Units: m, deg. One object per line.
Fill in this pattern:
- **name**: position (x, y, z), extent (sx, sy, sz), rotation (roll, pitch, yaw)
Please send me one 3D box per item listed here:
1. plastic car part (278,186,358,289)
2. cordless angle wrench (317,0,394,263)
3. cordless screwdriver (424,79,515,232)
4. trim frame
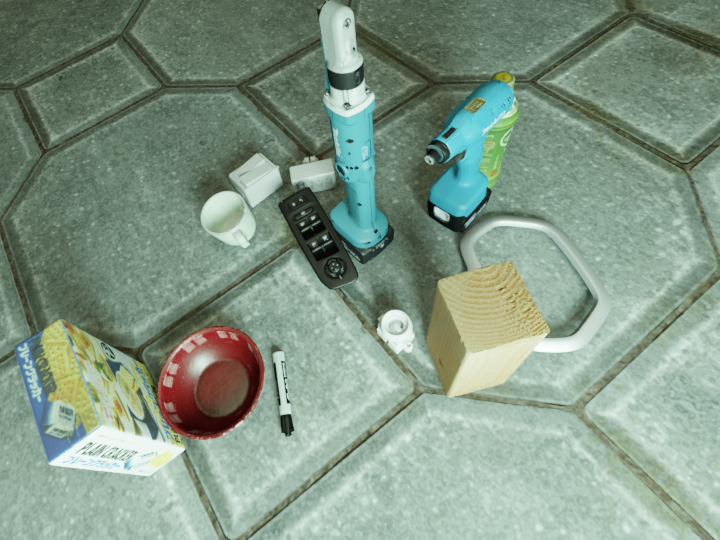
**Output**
- **plastic car part**: position (-0.071, -0.046, 0.726), extent (0.066, 0.064, 0.212), rotation (-27, 60, -9)
- **cordless angle wrench**: position (-0.009, -0.152, 0.578), extent (0.074, 0.408, 0.102), rotation (-39, 65, -16)
- **cordless screwdriver**: position (0.147, -0.148, 0.648), extent (0.078, 0.240, 0.158), rotation (38, 71, 22)
- **trim frame**: position (0.262, 0.010, 0.661), extent (0.184, 0.026, 0.259), rotation (-19, 59, -2)
